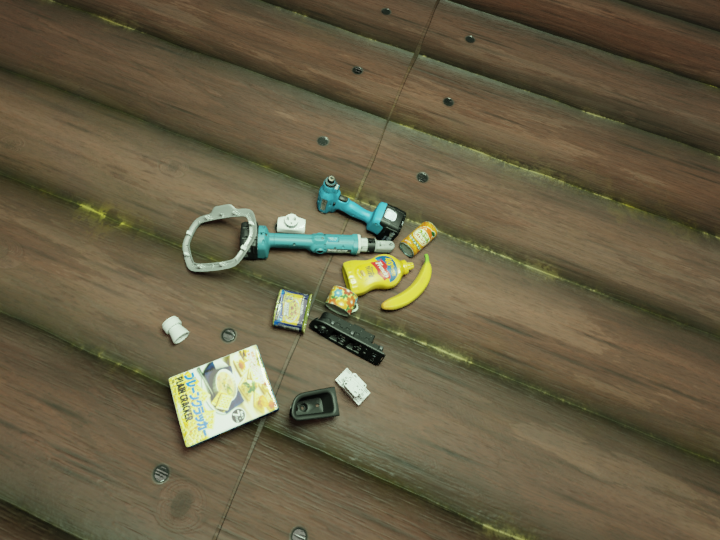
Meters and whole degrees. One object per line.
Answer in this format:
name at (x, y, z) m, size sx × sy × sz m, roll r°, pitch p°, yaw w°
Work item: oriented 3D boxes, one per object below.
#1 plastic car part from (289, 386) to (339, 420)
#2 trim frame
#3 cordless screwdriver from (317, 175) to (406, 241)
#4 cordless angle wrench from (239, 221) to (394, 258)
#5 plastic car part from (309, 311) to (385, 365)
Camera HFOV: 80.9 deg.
plastic car part at (-0.118, 0.318, 0.990) m, size 0.112 × 0.071 × 0.068 m, roll -2°, pitch 67°, yaw -24°
trim frame at (-0.376, -0.087, 1.111) m, size 0.258 × 0.026 × 0.187 m, roll -5°, pitch 66°, yaw 27°
cordless screwdriver at (0.001, -0.175, 1.168) m, size 0.250 × 0.157 × 0.075 m, roll 24°, pitch 67°, yaw 2°
cordless angle wrench at (-0.113, -0.074, 1.154) m, size 0.418 × 0.097 × 0.076 m, roll 2°, pitch 65°, yaw -8°
plastic car part at (-0.031, 0.162, 1.070) m, size 0.205 × 0.065 × 0.067 m, roll 23°, pitch 57°, yaw 5°
